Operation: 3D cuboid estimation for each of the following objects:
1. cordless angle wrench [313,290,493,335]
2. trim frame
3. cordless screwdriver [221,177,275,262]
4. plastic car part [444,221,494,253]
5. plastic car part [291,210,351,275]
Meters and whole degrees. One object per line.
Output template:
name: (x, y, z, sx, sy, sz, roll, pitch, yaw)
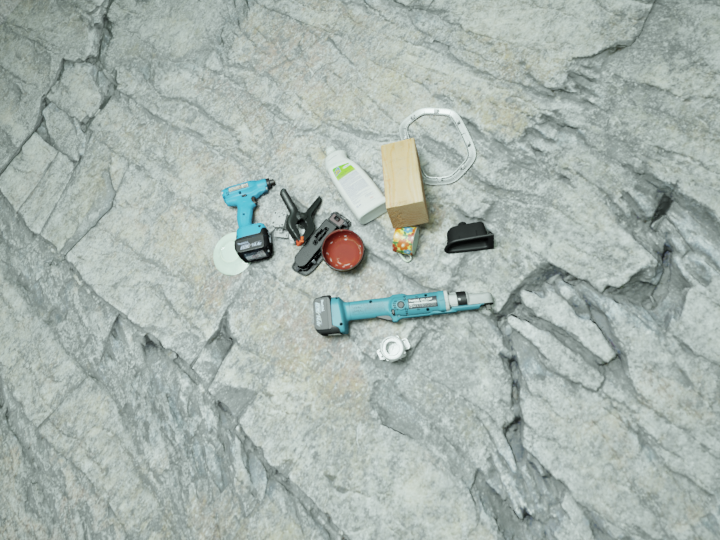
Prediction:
cordless angle wrench: (0.098, 0.090, 1.026, 0.430, 0.071, 0.100, -8, 72, 11)
trim frame: (0.203, -0.345, 1.152, 0.186, 0.026, 0.255, -20, 71, 10)
cordless screwdriver: (-0.300, -0.154, 1.209, 0.159, 0.072, 0.258, -18, 63, -1)
plastic car part: (0.263, -0.088, 1.042, 0.119, 0.063, 0.073, -5, 58, 17)
plastic car part: (-0.112, -0.073, 1.141, 0.068, 0.065, 0.203, 38, 89, 13)
